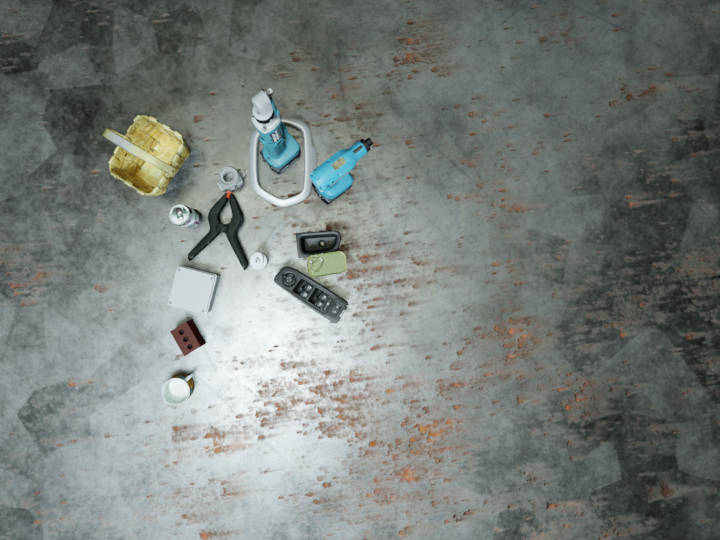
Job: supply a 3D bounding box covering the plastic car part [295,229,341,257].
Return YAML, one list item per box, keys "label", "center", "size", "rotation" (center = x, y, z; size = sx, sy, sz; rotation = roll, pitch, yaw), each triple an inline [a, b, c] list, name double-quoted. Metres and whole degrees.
- label: "plastic car part"
  center: [-0.109, -0.072, 1.119]
  size: [0.116, 0.071, 0.066]
  rotation: [-7, 90, -1]

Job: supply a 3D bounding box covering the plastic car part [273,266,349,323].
- label: "plastic car part"
  center: [-0.132, 0.058, 1.117]
  size: [0.203, 0.067, 0.066]
  rotation: [32, 89, 1]

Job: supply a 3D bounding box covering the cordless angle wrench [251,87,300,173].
- label: "cordless angle wrench"
  center: [-0.197, -0.309, 0.952]
  size: [0.098, 0.424, 0.074]
  rotation: [-41, 95, -3]

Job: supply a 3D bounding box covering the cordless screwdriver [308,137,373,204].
- label: "cordless screwdriver"
  center: [-0.048, -0.243, 1.036]
  size: [0.159, 0.250, 0.074]
  rotation: [-38, 94, -2]

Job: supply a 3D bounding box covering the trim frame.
- label: "trim frame"
  center: [-0.210, -0.297, 1.149]
  size: [0.184, 0.027, 0.249]
  rotation: [-1, 88, 0]
